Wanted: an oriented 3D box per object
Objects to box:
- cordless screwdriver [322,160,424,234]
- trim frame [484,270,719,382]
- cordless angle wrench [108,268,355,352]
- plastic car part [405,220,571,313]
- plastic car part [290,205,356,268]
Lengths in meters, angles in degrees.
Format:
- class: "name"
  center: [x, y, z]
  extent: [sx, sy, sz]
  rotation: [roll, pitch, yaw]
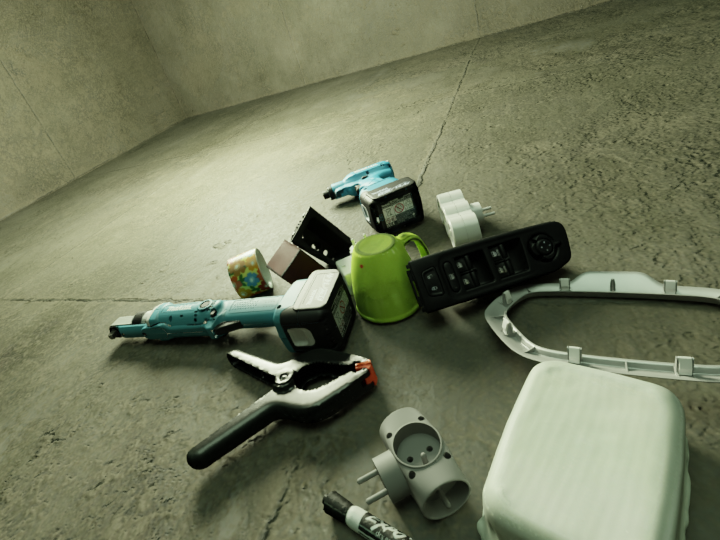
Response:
- class: "cordless screwdriver"
  center: [0.015, -0.146, 0.826]
  extent: [0.159, 0.072, 0.258]
  rotation: [-21, 28, -2]
- class: "trim frame"
  center: [0.254, 0.045, 0.415]
  extent: [0.259, 0.027, 0.181]
  rotation: [-1, 22, 31]
- class: "cordless angle wrench"
  center: [-0.220, 0.072, 0.631]
  extent: [0.437, 0.071, 0.098]
  rotation: [-7, 33, 25]
- class: "plastic car part"
  center: [0.160, -0.003, 0.530]
  extent: [0.203, 0.068, 0.065]
  rotation: [-18, -17, 1]
- class: "plastic car part"
  center: [-0.068, -0.045, 0.699]
  extent: [0.074, 0.111, 0.066]
  rotation: [-1, 58, 57]
